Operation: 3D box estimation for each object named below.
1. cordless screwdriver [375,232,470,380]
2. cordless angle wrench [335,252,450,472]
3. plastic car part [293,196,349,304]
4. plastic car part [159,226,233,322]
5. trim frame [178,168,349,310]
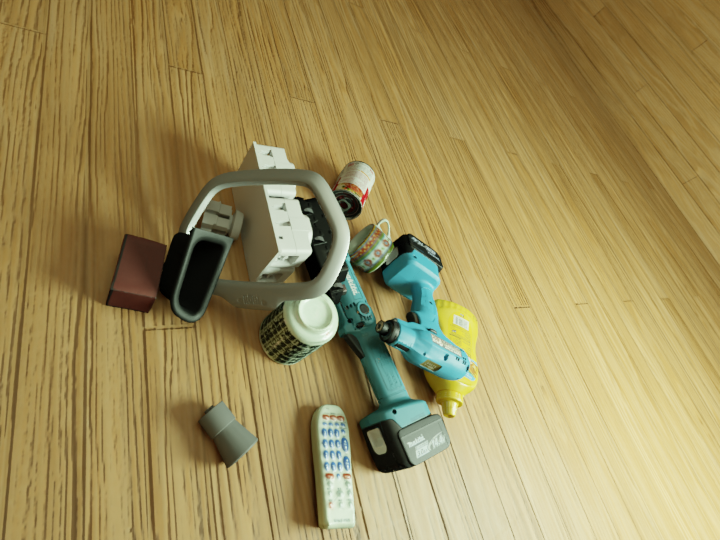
[{"bbox_3d":[0.078,0.041,0.674,0.152,0.075,0.257,29,34,-26],"label":"cordless screwdriver"},{"bbox_3d":[-0.009,0.072,0.650,0.094,0.075,0.438,-7,62,-37],"label":"cordless angle wrench"},{"bbox_3d":[-0.063,-0.041,0.640,0.066,0.064,0.211,-21,63,-13],"label":"plastic car part"},{"bbox_3d":[-0.221,-0.002,0.535,0.075,0.116,0.062,23,2,34],"label":"plastic car part"},{"bbox_3d":[-0.133,-0.042,0.547,0.026,0.256,0.186,29,64,-70],"label":"trim frame"}]
